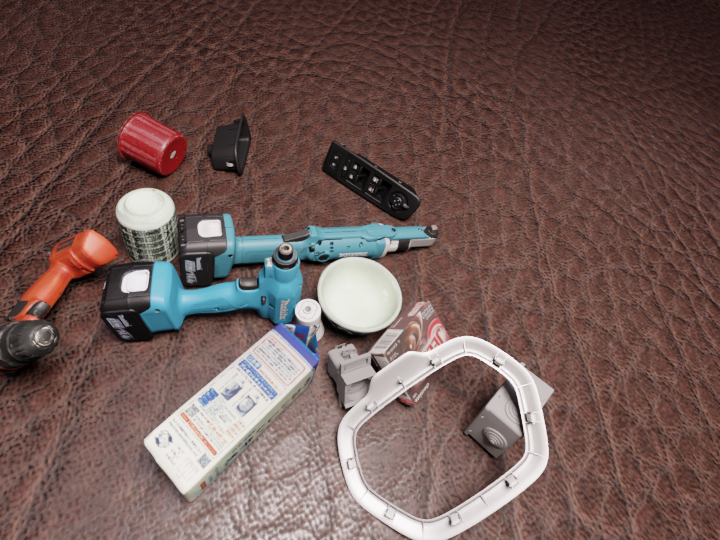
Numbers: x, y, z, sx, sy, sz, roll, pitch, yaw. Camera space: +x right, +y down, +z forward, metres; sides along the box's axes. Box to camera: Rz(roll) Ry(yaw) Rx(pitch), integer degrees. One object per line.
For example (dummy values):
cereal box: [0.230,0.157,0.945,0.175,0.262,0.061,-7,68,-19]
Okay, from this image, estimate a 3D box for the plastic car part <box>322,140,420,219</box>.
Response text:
plastic car part: [0.025,-0.167,0.795,0.211,0.066,0.065,38,30,19]

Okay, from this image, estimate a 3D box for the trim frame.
trim frame: [0.089,0.188,0.486,0.249,0.026,0.191,-36,67,5]

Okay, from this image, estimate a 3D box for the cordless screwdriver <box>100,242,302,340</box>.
cordless screwdriver: [-0.199,0.022,0.549,0.245,0.156,0.077,-2,56,-11]

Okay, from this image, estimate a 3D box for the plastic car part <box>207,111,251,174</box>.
plastic car part: [-0.252,-0.234,0.799,0.072,0.063,0.119,0,56,6]

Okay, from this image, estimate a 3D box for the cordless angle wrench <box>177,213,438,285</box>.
cordless angle wrench: [-0.066,-0.043,0.671,0.411,0.097,0.077,-4,56,-19]
